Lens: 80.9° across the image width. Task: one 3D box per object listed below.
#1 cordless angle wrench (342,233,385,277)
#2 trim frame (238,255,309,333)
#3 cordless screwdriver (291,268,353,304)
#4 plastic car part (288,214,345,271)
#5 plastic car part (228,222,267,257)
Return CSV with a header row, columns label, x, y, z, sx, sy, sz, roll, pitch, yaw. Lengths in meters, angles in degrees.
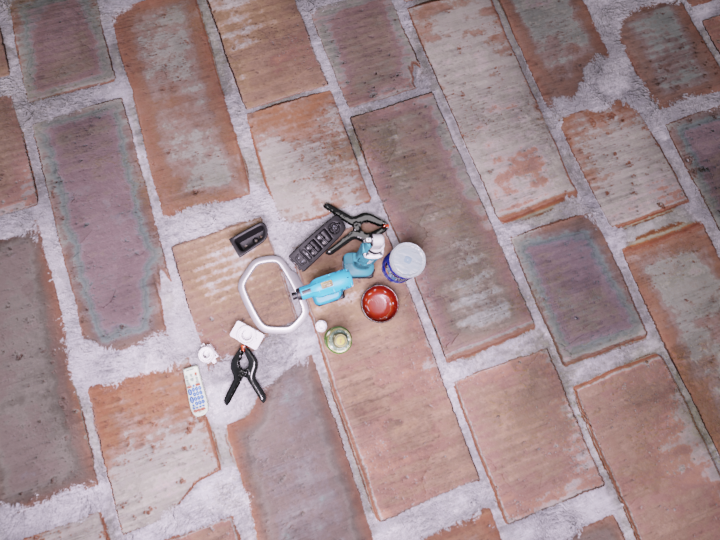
label,x,y,z,sx,sy,sz,roll,pitch,yaw
cordless angle wrench,0.015,-0.038,1.107,0.097,0.421,0.075,-1,82,-7
trim frame,-0.260,0.074,1.277,0.183,0.027,0.252,-29,81,-7
cordless screwdriver,-0.111,0.055,1.172,0.158,0.248,0.075,-18,84,-8
plastic car part,-0.126,-0.083,1.292,0.067,0.067,0.202,45,81,4
plastic car part,-0.330,-0.092,1.287,0.116,0.070,0.067,-32,84,-8
